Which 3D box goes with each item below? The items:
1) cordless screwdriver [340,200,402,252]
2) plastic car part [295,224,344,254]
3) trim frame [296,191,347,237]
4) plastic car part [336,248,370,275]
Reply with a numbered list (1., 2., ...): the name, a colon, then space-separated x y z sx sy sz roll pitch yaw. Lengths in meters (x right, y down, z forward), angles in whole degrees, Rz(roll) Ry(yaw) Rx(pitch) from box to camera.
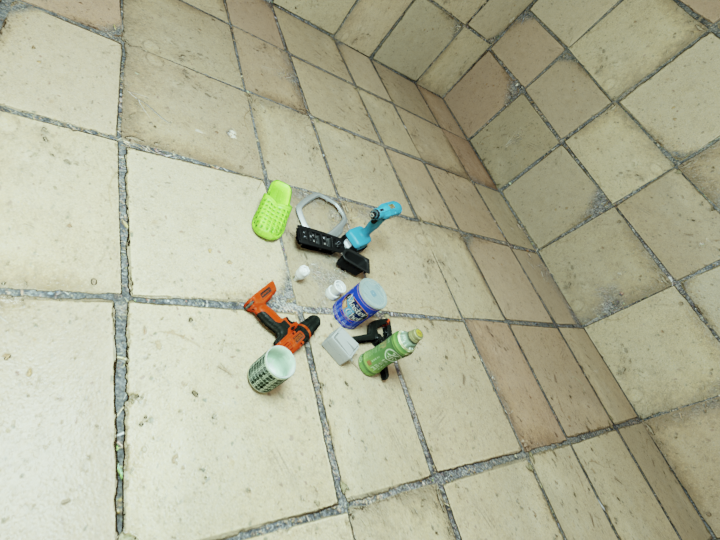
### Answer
1. cordless screwdriver: 0.018 -0.139 1.426 0.154 0.252 0.076 -23 76 -51
2. plastic car part: -0.136 -0.089 1.387 0.193 0.068 0.069 10 51 -38
3. trim frame: -0.136 -0.193 1.518 0.184 0.028 0.246 44 37 -1
4. plastic car part: -0.033 -0.023 1.418 0.112 0.072 0.068 26 42 -24
